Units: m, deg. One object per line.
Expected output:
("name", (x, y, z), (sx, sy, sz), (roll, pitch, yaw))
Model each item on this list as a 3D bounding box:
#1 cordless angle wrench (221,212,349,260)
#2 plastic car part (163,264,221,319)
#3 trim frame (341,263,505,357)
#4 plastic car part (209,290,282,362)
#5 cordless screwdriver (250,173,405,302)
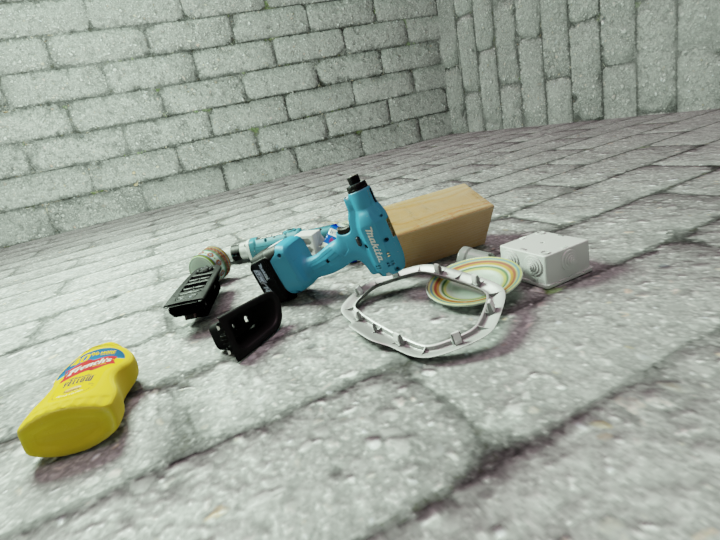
("cordless angle wrench", (-0.157, -0.073, 1.002), (0.428, 0.072, 0.099), (-12, 18, 8))
("plastic car part", (-0.286, 0.039, 0.763), (0.066, 0.065, 0.209), (-20, 23, -1))
("trim frame", (0.074, 0.043, 0.573), (0.181, 0.026, 0.261), (-32, 27, -19))
("plastic car part", (-0.172, 0.079, 0.617), (0.073, 0.065, 0.114), (-18, 10, 31))
("cordless screwdriver", (-0.067, -0.044, 0.684), (0.256, 0.156, 0.073), (-18, 12, 28))
